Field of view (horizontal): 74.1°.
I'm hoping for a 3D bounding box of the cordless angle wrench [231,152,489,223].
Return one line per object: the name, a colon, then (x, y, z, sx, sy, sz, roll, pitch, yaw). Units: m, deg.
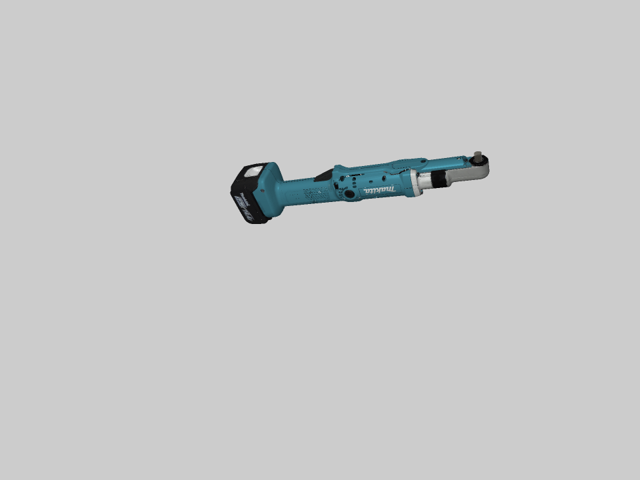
cordless angle wrench: (0.052, -0.093, 0.701, 0.424, 0.098, 0.074, -3, 42, 24)
